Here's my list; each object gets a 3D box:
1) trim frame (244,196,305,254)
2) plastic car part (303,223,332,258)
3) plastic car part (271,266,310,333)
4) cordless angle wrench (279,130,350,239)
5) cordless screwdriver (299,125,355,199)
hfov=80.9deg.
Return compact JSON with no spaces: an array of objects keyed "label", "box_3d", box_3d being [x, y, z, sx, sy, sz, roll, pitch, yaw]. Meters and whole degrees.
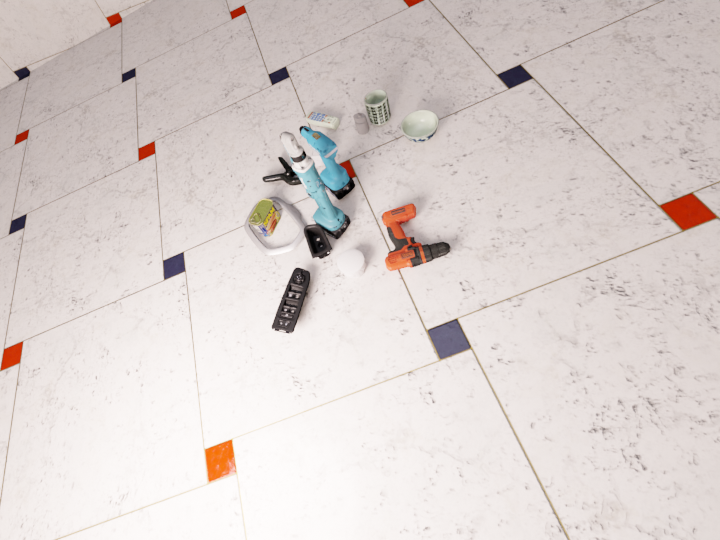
[{"label":"trim frame","box_3d":[-0.285,-0.151,1.409,0.183,0.026,0.262,-41,57,-6]},{"label":"plastic car part","box_3d":[-0.126,-0.083,1.292,0.066,0.067,0.122,-25,58,3]},{"label":"plastic car part","box_3d":[-0.188,0.089,1.220,0.069,0.064,0.206,5,64,19]},{"label":"cordless angle wrench","box_3d":[-0.127,-0.230,1.174,0.103,0.403,0.074,29,73,27]},{"label":"cordless screwdriver","box_3d":[-0.109,-0.343,1.329,0.074,0.237,0.167,-41,59,-8]}]
